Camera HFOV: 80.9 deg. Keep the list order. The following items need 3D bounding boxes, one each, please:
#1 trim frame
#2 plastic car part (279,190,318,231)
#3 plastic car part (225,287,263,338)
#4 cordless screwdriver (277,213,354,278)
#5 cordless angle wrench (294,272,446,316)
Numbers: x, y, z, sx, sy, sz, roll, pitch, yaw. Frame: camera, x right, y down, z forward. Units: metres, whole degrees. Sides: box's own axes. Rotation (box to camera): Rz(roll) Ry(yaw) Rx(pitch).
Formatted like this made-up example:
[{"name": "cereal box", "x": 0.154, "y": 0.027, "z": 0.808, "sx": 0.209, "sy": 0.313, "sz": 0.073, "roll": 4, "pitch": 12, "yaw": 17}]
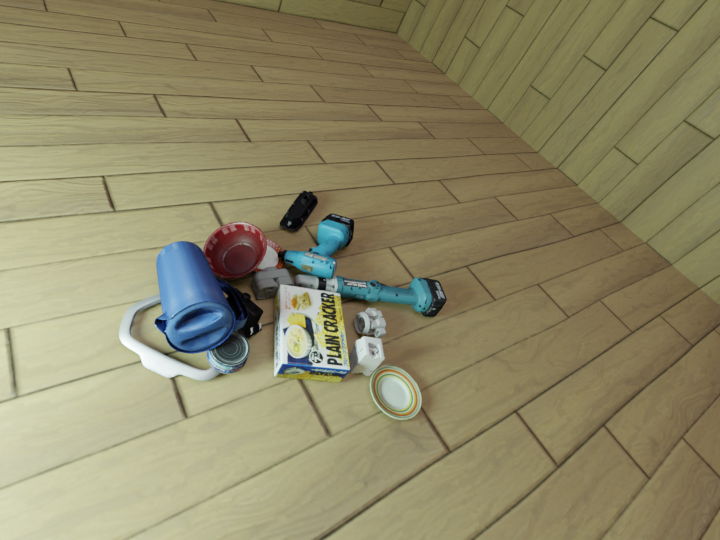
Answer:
[{"name": "trim frame", "x": -0.383, "y": 0.137, "z": 0.899, "sx": 0.247, "sy": 0.027, "sz": 0.186, "roll": 25, "pitch": 41, "yaw": -4}, {"name": "plastic car part", "x": -0.182, "y": -0.192, "z": 1.304, "sx": 0.066, "sy": 0.067, "sz": 0.204, "roll": 32, "pitch": 44, "yaw": -7}, {"name": "plastic car part", "x": -0.269, "y": 0.087, "z": 0.961, "sx": 0.119, "sy": 0.071, "sz": 0.064, "roll": 42, "pitch": 19, "yaw": 12}, {"name": "cordless screwdriver", "x": -0.116, "y": -0.076, "z": 1.189, "sx": 0.163, "sy": 0.072, "sz": 0.249, "roll": 14, "pitch": 36, "yaw": 11}, {"name": "cordless angle wrench", "x": 0.025, "y": 0.054, "z": 1.152, "sx": 0.411, "sy": 0.073, "sz": 0.102, "roll": 7, "pitch": 43, "yaw": -16}]
